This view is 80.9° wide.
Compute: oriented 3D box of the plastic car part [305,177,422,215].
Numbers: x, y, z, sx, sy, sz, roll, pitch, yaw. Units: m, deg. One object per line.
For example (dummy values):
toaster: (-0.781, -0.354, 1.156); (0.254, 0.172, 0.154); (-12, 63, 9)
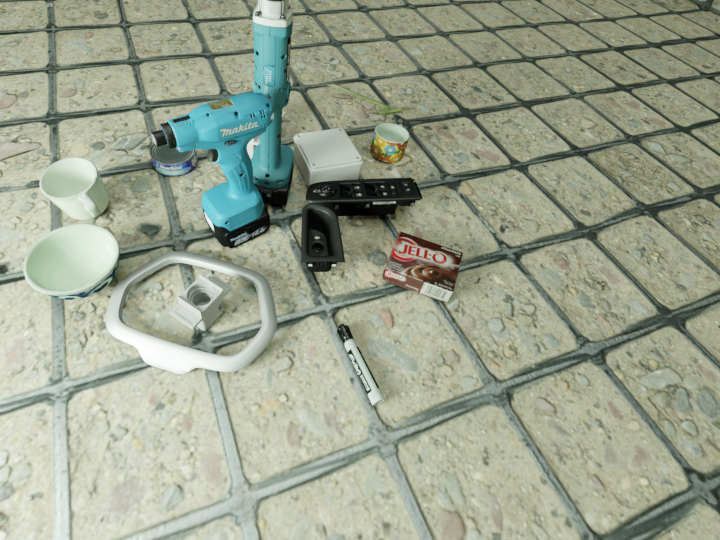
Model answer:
plastic car part: (0.001, -0.130, 0.763); (0.200, 0.065, 0.069); (0, 53, -8)

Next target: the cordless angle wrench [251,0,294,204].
cordless angle wrench: (-0.133, -0.275, 0.639); (0.074, 0.414, 0.100); (9, 52, -5)

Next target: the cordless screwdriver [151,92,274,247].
cordless screwdriver: (-0.209, -0.135, 0.628); (0.155, 0.244, 0.078); (-26, 63, -27)

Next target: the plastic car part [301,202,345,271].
plastic car part: (-0.067, -0.044, 0.684); (0.065, 0.069, 0.121); (0, 52, -10)

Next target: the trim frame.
trim frame: (-0.240, 0.056, 0.611); (0.251, 0.027, 0.187); (15, 51, 5)
